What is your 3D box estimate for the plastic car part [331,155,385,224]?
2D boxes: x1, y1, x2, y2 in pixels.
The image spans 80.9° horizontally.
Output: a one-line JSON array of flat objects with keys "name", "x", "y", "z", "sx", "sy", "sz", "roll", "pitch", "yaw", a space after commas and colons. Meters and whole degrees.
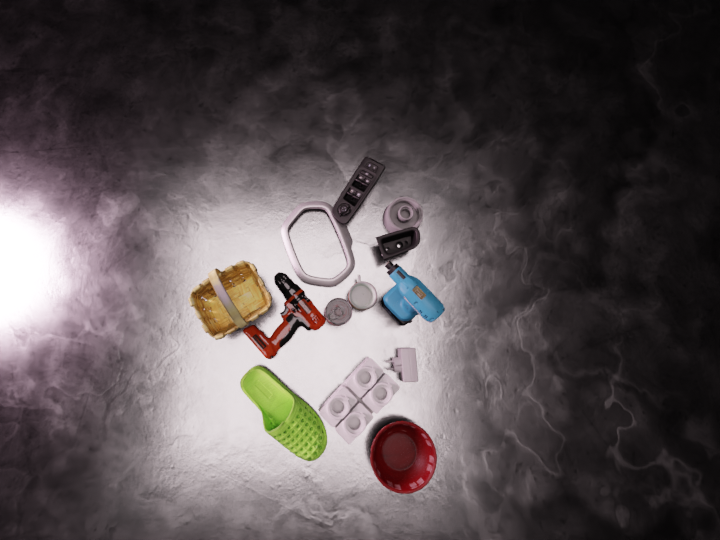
[{"name": "plastic car part", "x": -0.012, "y": -0.217, "z": 1.180, "sx": 0.067, "sy": 0.066, "sz": 0.203, "roll": 32, "pitch": 79, "yaw": 3}]

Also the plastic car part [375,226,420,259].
[{"name": "plastic car part", "x": 0.102, "y": -0.072, "z": 1.148, "sx": 0.116, "sy": 0.070, "sz": 0.067, "roll": -18, "pitch": 81, "yaw": -6}]

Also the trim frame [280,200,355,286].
[{"name": "trim frame", "x": -0.114, "y": -0.075, "z": 1.166, "sx": 0.183, "sy": 0.027, "sz": 0.253, "roll": -22, "pitch": 79, "yaw": -6}]

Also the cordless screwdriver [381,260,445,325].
[{"name": "cordless screwdriver", "x": 0.103, "y": 0.058, "z": 1.029, "sx": 0.074, "sy": 0.247, "sz": 0.161, "roll": -42, "pitch": 86, "yaw": -11}]
